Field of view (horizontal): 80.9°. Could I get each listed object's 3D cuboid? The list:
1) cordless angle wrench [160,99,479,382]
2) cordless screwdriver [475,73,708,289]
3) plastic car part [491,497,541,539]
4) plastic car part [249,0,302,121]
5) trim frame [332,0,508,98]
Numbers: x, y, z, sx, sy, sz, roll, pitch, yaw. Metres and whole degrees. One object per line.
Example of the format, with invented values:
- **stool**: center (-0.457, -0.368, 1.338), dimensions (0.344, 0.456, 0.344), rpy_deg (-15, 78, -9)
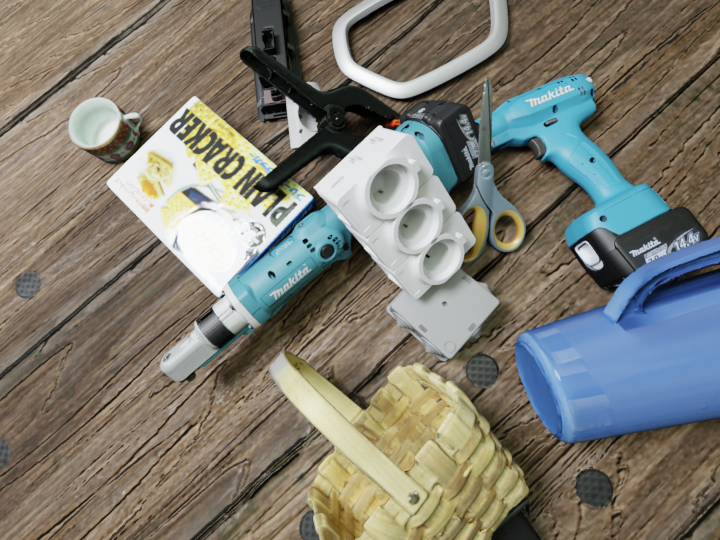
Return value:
- **cordless angle wrench**: center (-0.046, -0.030, 0.467), dimensions (0.421, 0.093, 0.078), rpy_deg (-41, 35, -7)
- **cordless screwdriver**: center (0.236, -0.099, 0.481), dimensions (0.159, 0.072, 0.256), rpy_deg (-23, 72, 0)
- **plastic car part**: center (0.125, 0.267, 0.416), dimensions (0.116, 0.066, 0.071), rpy_deg (-44, 93, -2)
- **plastic car part**: center (-0.124, -0.310, 0.582), dimensions (0.067, 0.065, 0.207), rpy_deg (-10, 73, 9)
- **trim frame**: center (0.081, -0.333, 0.579), dimensions (0.249, 0.027, 0.189), rpy_deg (-30, 76, 1)
